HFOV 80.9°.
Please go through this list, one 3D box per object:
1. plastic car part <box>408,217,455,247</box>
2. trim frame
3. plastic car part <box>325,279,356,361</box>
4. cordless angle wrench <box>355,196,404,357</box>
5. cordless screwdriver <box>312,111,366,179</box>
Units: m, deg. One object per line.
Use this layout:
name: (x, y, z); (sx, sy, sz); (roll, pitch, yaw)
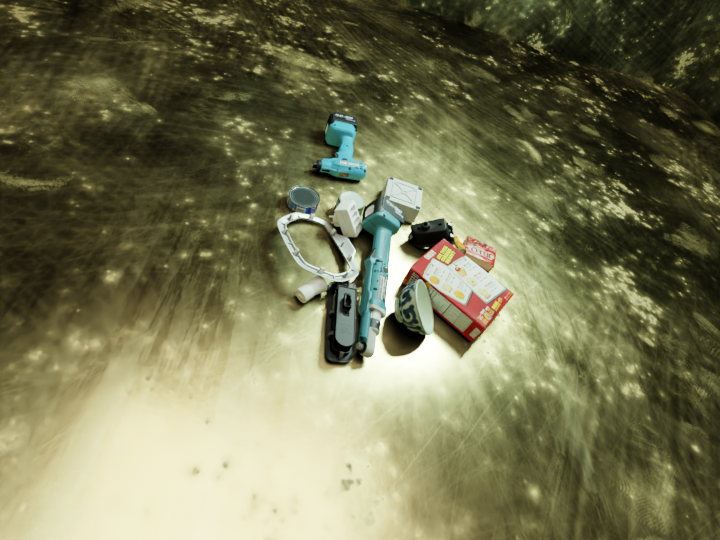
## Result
plastic car part: (0.181, -0.103, 1.100); (0.119, 0.067, 0.068); (-8, 60, 13)
trim frame: (-0.098, -0.064, 1.005); (0.175, 0.027, 0.262); (3, 38, -36)
plastic car part: (-0.034, 0.097, 0.896); (0.065, 0.067, 0.208); (17, 49, -16)
cordless angle wrench: (0.037, 0.006, 0.983); (0.093, 0.076, 0.432); (33, 45, -28)
cordless screwdriver: (-0.074, -0.380, 1.294); (0.155, 0.073, 0.257); (4, 53, -15)
